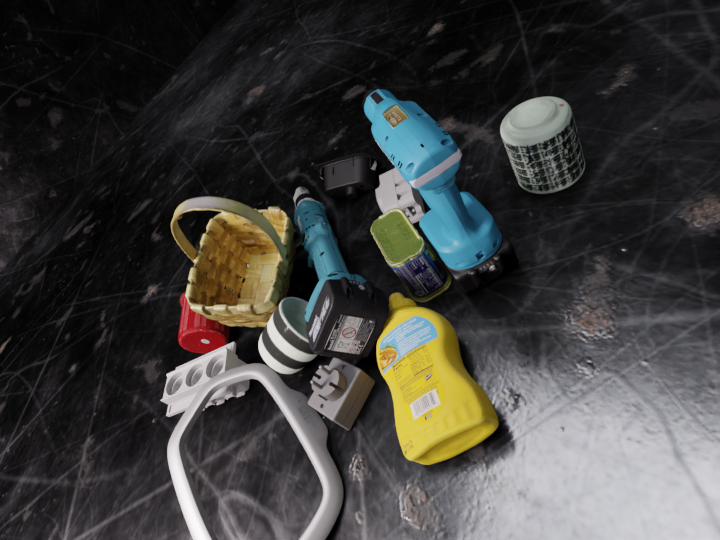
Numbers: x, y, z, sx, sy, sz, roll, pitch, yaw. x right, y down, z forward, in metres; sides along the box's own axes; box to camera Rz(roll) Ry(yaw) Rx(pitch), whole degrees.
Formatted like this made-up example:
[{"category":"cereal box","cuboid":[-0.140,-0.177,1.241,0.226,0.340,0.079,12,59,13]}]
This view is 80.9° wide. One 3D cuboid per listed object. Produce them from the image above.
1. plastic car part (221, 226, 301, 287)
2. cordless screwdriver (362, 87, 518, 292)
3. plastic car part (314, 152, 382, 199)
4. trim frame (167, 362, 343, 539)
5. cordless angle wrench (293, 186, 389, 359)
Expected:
[{"category":"plastic car part","cuboid":[-0.201,-0.039,0.799,0.207,0.064,0.068,-22,38,19]},{"category":"cordless screwdriver","cuboid":[0.084,-0.090,0.477,0.075,0.235,0.167,-34,46,9]},{"category":"plastic car part","cuboid":[-0.021,-0.163,0.766,0.121,0.062,0.072,-6,67,31]},{"category":"trim frame","cuboid":[-0.129,0.222,0.501,0.182,0.026,0.263,-36,50,-14]},{"category":"cordless angle wrench","cuboid":[-0.065,-0.043,0.665,0.442,0.072,0.097,-115,42,-55]}]
